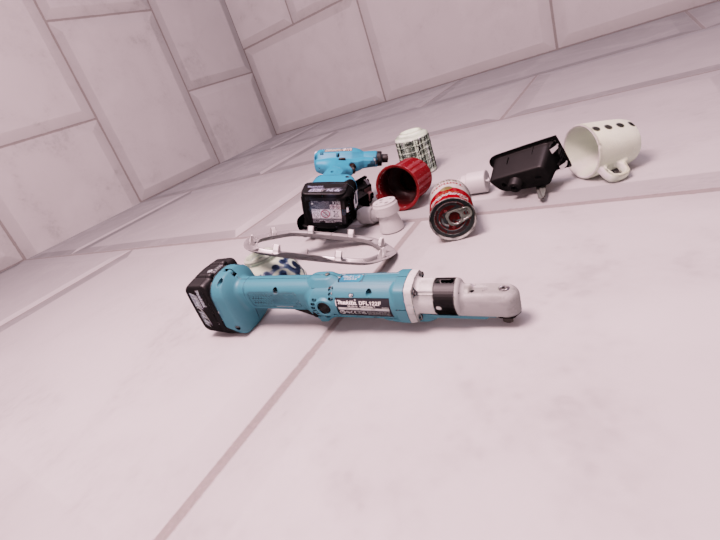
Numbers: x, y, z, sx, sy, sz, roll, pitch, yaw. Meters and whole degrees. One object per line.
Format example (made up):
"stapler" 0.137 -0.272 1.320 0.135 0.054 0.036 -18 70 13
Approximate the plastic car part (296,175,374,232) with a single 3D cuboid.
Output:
"plastic car part" -0.041 -0.122 0.878 0.199 0.064 0.071 -32 51 -26

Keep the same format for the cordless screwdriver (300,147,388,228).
"cordless screwdriver" -0.027 -0.179 0.839 0.162 0.072 0.254 -2 37 8

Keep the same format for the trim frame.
"trim frame" -0.067 -0.044 0.683 0.255 0.027 0.183 8 20 13

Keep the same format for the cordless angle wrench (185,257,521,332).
"cordless angle wrench" -0.035 0.032 0.522 0.441 0.094 0.074 -2 32 30

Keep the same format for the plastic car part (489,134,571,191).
"plastic car part" 0.265 -0.160 0.688 0.121 0.063 0.071 -10 44 46
